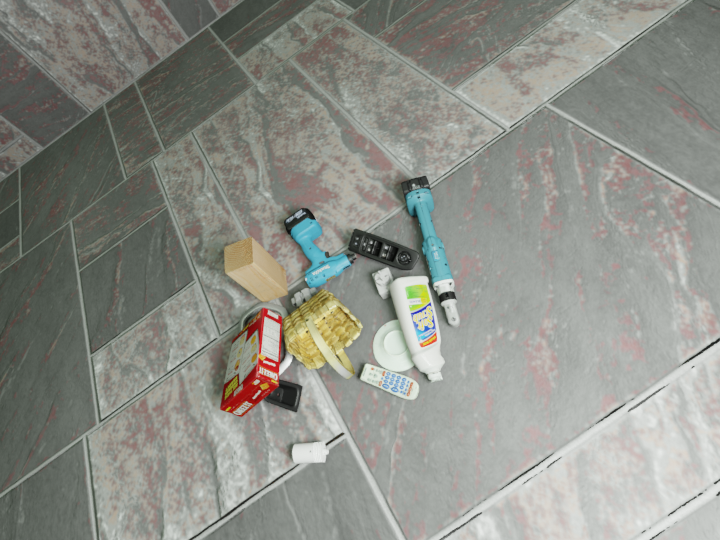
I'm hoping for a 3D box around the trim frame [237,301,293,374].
[{"bbox_3d":[-0.277,0.203,1.199,0.187,0.026,0.258,-21,58,11],"label":"trim frame"}]

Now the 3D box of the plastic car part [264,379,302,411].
[{"bbox_3d":[-0.214,0.310,1.068,0.074,0.110,0.067,-14,56,44],"label":"plastic car part"}]

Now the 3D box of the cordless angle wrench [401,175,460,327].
[{"bbox_3d":[0.190,-0.057,1.105,0.075,0.093,0.437,-16,60,10],"label":"cordless angle wrench"}]

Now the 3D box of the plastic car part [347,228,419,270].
[{"bbox_3d":[0.068,-0.052,1.166,0.213,0.064,0.066,22,92,31],"label":"plastic car part"}]

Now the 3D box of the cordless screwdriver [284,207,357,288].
[{"bbox_3d":[-0.124,-0.081,1.267,0.160,0.071,0.260,-30,58,5],"label":"cordless screwdriver"}]
